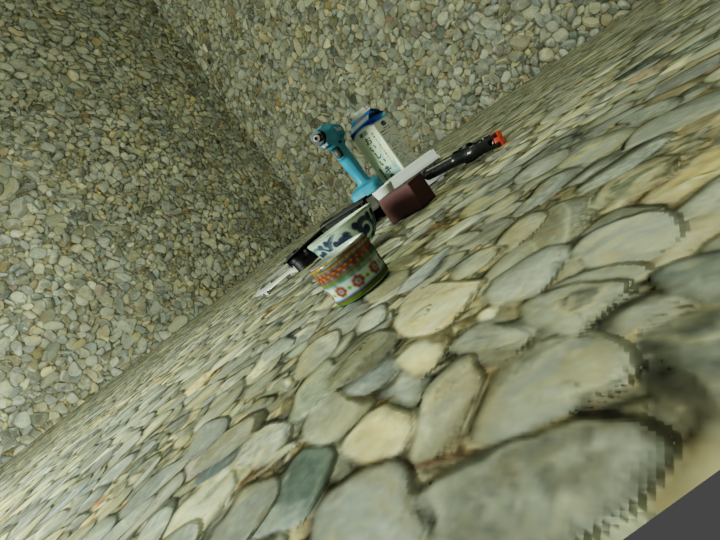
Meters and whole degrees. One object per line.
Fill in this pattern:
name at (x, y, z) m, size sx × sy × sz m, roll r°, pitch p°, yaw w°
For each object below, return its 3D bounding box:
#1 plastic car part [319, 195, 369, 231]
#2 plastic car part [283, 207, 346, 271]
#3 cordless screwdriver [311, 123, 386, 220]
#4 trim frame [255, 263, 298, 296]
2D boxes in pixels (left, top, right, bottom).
plastic car part at (-0.022, -0.103, 0.919) m, size 0.118 × 0.070 × 0.066 m, roll -33°, pitch 8°, yaw 20°
plastic car part at (-0.099, -0.065, 1.009) m, size 0.201 × 0.066 × 0.068 m, roll -39°, pitch 8°, yaw -18°
cordless screwdriver at (-0.019, -0.223, 0.958) m, size 0.075 × 0.246 × 0.158 m, roll -34°, pitch 6°, yaw 22°
trim frame at (-0.185, -0.006, 1.134) m, size 0.245 × 0.027 × 0.189 m, roll -42°, pitch 12°, yaw -30°
